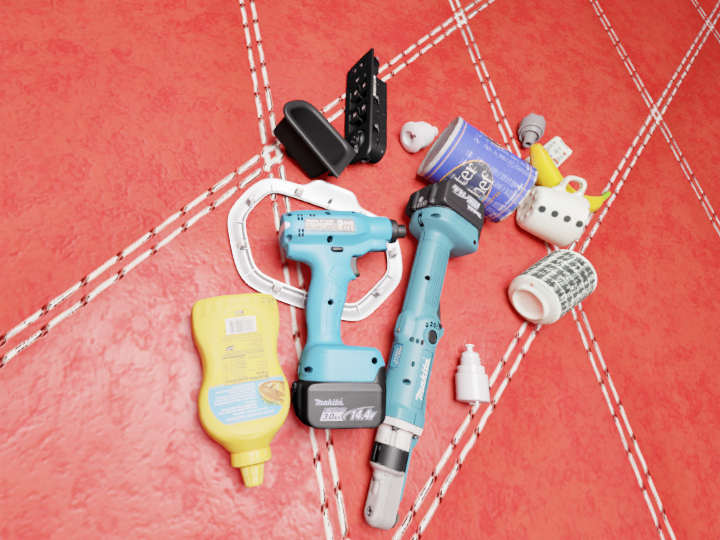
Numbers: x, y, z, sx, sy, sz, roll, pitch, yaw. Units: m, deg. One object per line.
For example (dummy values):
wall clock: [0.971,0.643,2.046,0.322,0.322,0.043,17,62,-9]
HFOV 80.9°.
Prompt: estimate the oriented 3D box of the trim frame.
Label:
trim frame: [-0.055,-0.036,0.567,0.245,0.027,0.187,19,62,-8]

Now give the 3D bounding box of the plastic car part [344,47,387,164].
plastic car part: [0.011,-0.245,0.663,0.063,0.068,0.207,27,57,-38]

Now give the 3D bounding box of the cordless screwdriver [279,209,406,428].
cordless screwdriver: [-0.011,0.048,0.496,0.155,0.075,0.253,-1,75,-15]

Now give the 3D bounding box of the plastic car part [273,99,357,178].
plastic car part: [-0.074,-0.177,0.595,0.114,0.073,0.066,45,49,-13]

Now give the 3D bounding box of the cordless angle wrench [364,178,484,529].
cordless angle wrench: [0.071,0.082,0.529,0.093,0.077,0.427,30,64,-28]
